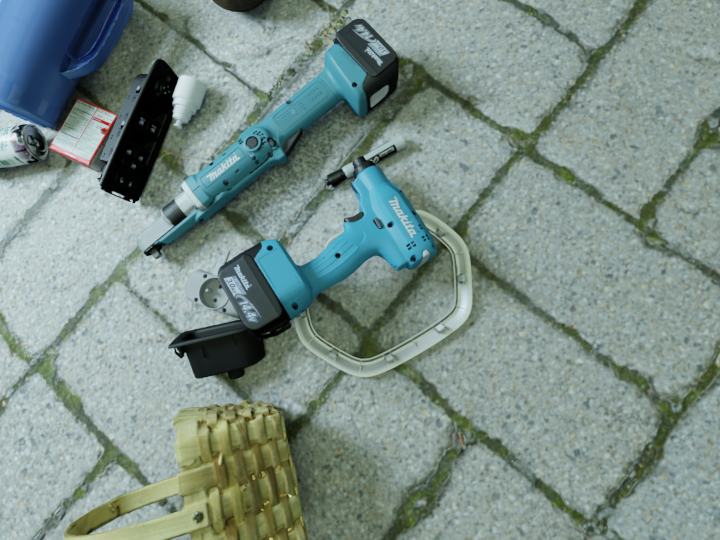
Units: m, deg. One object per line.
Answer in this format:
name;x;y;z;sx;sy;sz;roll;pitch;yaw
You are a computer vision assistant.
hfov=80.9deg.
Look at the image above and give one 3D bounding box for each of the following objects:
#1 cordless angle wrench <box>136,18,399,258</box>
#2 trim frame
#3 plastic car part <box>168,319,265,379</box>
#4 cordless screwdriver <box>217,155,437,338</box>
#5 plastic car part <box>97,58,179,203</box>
cordless angle wrench;-0.137;-0.164;0.576;0.423;0.073;0.100;-39;81;1
trim frame;0.027;0.025;0.548;0.249;0.027;0.188;-30;78;2
plastic car part;-0.174;0.105;0.544;0.116;0.066;0.070;-10;97;-1
cordless screwdriver;-0.050;-0.033;0.514;0.247;0.073;0.164;-27;73;-9
plastic car part;-0.319;-0.203;0.607;0.070;0.063;0.203;19;84;31
